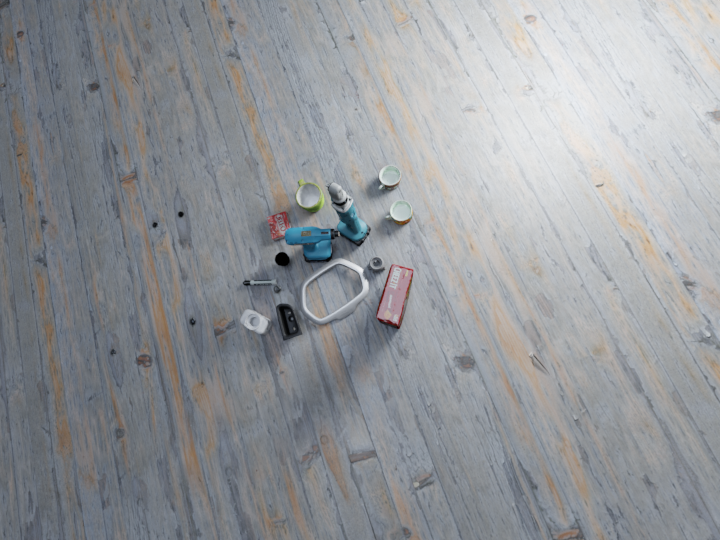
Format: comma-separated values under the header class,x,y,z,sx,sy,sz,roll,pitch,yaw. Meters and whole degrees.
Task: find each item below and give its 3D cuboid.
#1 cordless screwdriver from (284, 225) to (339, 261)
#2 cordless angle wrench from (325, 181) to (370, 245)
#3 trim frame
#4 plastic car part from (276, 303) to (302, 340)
class,x,y,z,sx,sy,sz,roll,pitch,yaw
cordless screwdriver,-0.130,-0.085,1.333,0.162,0.242,0.075,-2,79,8
cordless angle wrench,-0.040,-0.167,1.246,0.101,0.411,0.074,33,85,12
trim frame,-0.092,0.071,1.400,0.249,0.027,0.190,-35,72,2
plastic car part,-0.230,0.164,1.383,0.066,0.069,0.119,-20,74,4
